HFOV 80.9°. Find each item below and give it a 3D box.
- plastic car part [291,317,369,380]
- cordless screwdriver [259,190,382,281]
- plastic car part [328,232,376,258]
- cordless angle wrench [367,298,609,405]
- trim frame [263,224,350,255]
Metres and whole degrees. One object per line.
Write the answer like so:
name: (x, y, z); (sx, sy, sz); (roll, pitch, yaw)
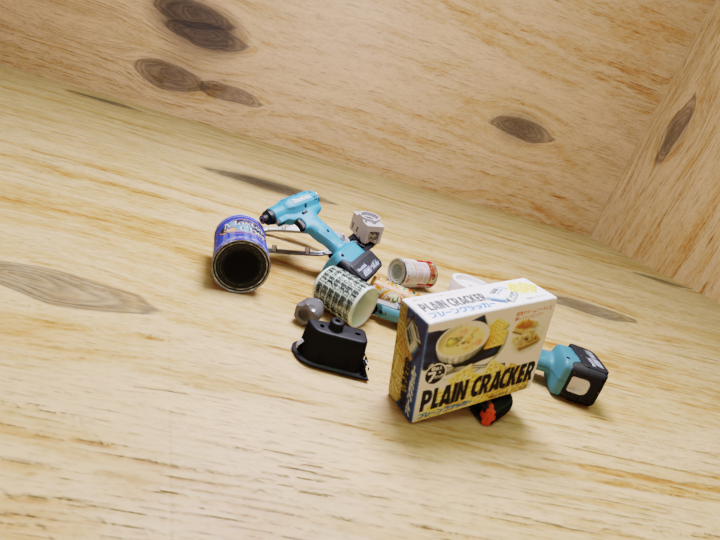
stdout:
plastic car part: (-0.037, 0.106, 0.625); (0.114, 0.070, 0.068); (18, 18, -10)
cordless screwdriver: (-0.085, -0.056, 0.869); (0.255, 0.074, 0.155); (48, 42, 12)
plastic car part: (-0.024, -0.040, 1.019); (0.068, 0.066, 0.199); (30, 26, 10)
cordless angle wrench: (0.212, 0.127, 0.781); (0.430, 0.073, 0.097); (18, 19, 8)
trim frame: (-0.149, -0.077, 0.998); (0.252, 0.027, 0.186); (3, 23, 7)
